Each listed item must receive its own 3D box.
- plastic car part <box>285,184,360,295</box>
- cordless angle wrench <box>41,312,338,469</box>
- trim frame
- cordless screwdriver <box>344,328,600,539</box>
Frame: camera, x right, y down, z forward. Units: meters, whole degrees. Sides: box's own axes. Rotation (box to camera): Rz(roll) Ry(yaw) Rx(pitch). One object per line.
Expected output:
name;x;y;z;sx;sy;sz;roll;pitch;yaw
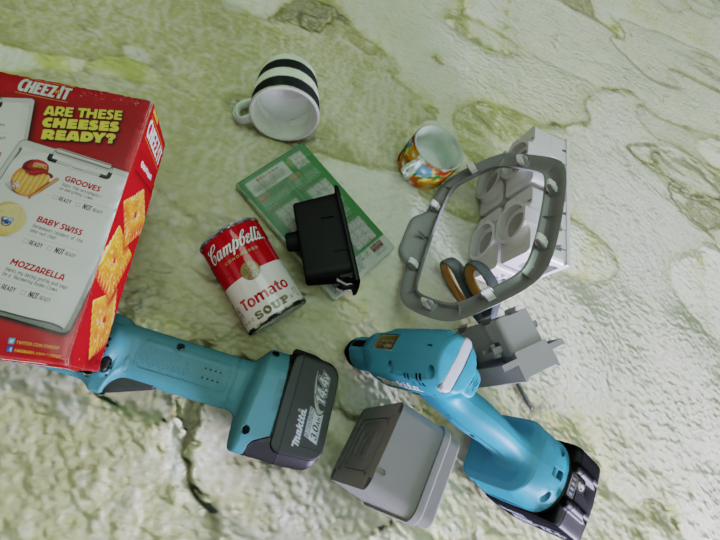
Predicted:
plastic car part;-0.045;-0.030;0.462;0.070;0.065;0.120;-13;71;-7
cordless angle wrench;-0.232;0.067;0.368;0.417;0.074;0.099;19;64;-7
trim frame;0.128;-0.050;0.479;0.026;0.192;0.250;43;57;-32
cordless screwdriver;0.099;0.146;0.416;0.242;0.164;0.074;45;63;-15
